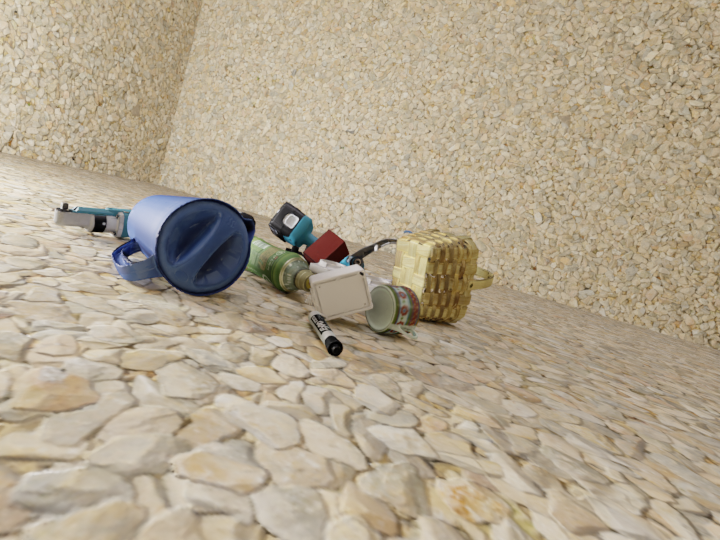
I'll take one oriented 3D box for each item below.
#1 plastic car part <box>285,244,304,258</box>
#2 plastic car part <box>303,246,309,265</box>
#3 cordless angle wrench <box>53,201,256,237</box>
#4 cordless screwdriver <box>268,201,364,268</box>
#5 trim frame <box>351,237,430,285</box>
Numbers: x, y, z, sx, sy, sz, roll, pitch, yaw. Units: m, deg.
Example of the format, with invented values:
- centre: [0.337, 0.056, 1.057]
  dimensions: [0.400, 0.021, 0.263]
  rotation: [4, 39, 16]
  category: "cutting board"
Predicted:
- centre: [-0.152, -0.019, 0.948]
  dimensions: [0.065, 0.067, 0.207]
  rotation: [23, 7, -12]
  category: "plastic car part"
- centre: [-0.108, -0.034, 1.112]
  dimensions: [0.116, 0.070, 0.066]
  rotation: [12, 7, -3]
  category: "plastic car part"
- centre: [-0.407, -0.093, 0.888]
  dimensions: [0.078, 0.097, 0.403]
  rotation: [19, 12, 35]
  category: "cordless angle wrench"
- centre: [-0.097, -0.063, 0.990]
  dimensions: [0.251, 0.074, 0.158]
  rotation: [36, -12, 4]
  category: "cordless screwdriver"
- centre: [0.067, -0.014, 1.048]
  dimensions: [0.178, 0.028, 0.254]
  rotation: [29, -29, -20]
  category: "trim frame"
